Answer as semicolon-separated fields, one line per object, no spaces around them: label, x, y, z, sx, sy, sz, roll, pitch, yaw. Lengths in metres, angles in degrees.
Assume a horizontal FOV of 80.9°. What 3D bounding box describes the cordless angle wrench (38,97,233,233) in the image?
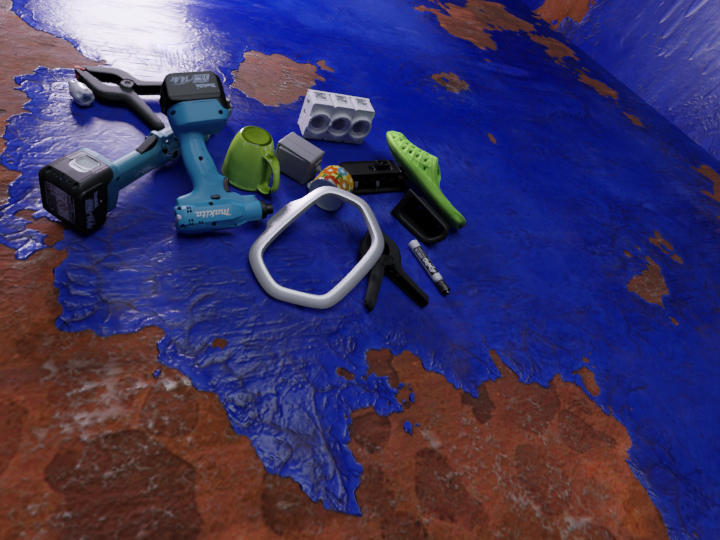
cordless angle wrench;-0.345;-0.216;0.736;0.075;0.097;0.423;29;42;-1

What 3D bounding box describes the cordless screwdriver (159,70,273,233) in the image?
cordless screwdriver;-0.235;-0.190;0.689;0.154;0.077;0.249;-10;90;-26

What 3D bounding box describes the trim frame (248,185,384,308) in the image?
trim frame;-0.069;-0.045;0.703;0.187;0.027;0.246;39;64;8

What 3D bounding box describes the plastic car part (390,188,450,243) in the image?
plastic car part;0.133;-0.106;0.856;0.120;0.066;0.069;46;34;13

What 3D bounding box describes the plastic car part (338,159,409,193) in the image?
plastic car part;0.020;-0.199;0.887;0.196;0.067;0.069;-12;65;-28
